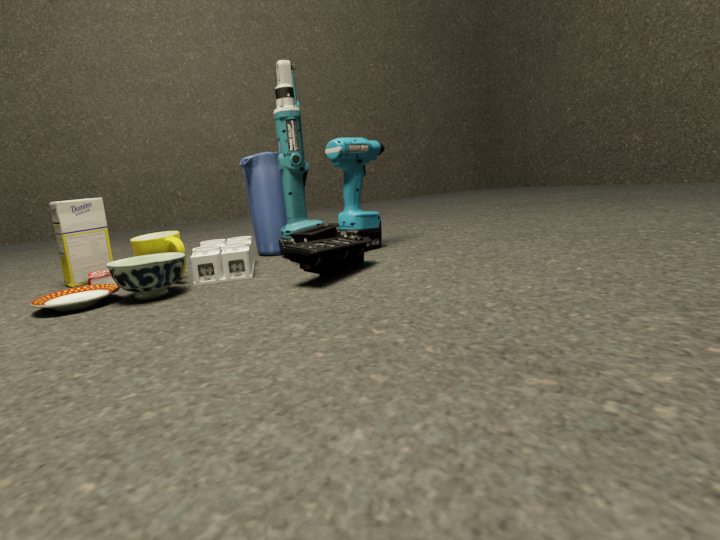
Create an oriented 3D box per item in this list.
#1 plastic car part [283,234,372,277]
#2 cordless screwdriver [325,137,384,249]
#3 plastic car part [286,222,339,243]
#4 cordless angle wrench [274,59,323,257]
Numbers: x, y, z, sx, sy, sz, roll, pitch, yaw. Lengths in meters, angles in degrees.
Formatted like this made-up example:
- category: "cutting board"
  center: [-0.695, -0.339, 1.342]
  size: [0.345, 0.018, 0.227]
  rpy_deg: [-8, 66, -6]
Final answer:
- category: "plastic car part"
  center: [-0.043, -0.027, 0.726]
  size: [0.069, 0.066, 0.196]
  rpy_deg: [1, 14, 33]
- category: "cordless screwdriver"
  center: [0.004, -0.173, 0.954]
  size: [0.153, 0.246, 0.078]
  rpy_deg: [-14, 12, -41]
- category: "plastic car part"
  center: [-0.085, -0.056, 0.871]
  size: [0.069, 0.070, 0.112]
  rpy_deg: [3, 14, 39]
- category: "cordless angle wrench"
  center: [-0.148, -0.240, 0.927]
  size: [0.095, 0.418, 0.077]
  rpy_deg: [-9, 9, -25]
